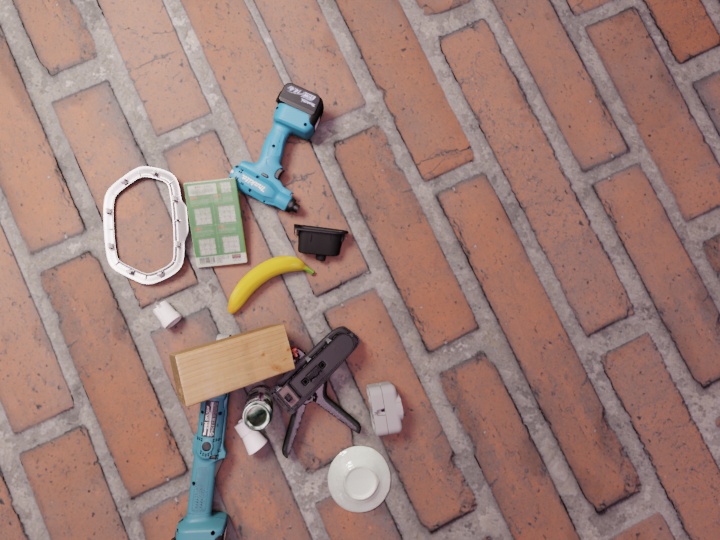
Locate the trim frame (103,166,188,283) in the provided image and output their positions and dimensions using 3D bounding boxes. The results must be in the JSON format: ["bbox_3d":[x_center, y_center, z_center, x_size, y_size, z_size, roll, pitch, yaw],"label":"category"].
[{"bbox_3d":[-0.447,-0.096,0.879,0.185,0.027,0.250,-6,83,2],"label":"trim frame"}]

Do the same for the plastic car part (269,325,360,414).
[{"bbox_3d":[-0.083,0.187,0.830,0.067,0.066,0.201,45,71,7],"label":"plastic car part"}]

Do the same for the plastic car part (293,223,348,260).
[{"bbox_3d":[-0.087,-0.057,0.887,0.115,0.067,0.070,10,100,-6],"label":"plastic car part"}]

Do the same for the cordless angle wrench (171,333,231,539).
[{"bbox_3d":[-0.295,0.339,0.831,0.097,0.074,0.426,5,82,-5],"label":"cordless angle wrench"}]

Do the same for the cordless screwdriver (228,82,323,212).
[{"bbox_3d":[-0.152,-0.253,0.894,0.159,0.074,0.249,29,88,-1],"label":"cordless screwdriver"}]
